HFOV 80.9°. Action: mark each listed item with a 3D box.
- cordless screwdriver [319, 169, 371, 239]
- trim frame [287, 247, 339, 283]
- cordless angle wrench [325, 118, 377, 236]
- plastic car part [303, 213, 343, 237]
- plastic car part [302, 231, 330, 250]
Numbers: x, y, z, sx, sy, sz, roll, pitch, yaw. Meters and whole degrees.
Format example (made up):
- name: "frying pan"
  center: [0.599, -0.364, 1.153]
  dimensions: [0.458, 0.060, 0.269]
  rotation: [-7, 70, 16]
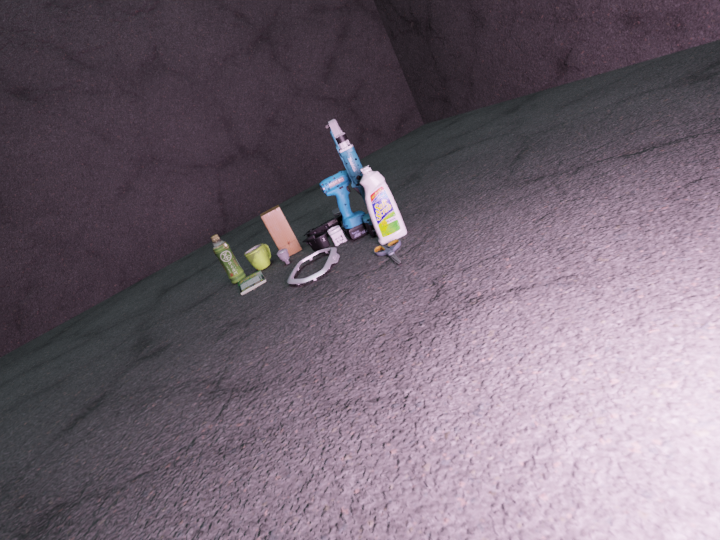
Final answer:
- name: "cordless screwdriver"
  center: [-0.030, -0.248, 1.554]
  dimensions: [0.158, 0.242, 0.077]
  rotation: [-28, 15, -6]
- name: "trim frame"
  center: [-0.161, -0.016, 1.461]
  dimensions: [0.188, 0.027, 0.250]
  rotation: [-21, 20, 17]
- name: "cordless angle wrench"
  center: [-0.007, -0.320, 1.450]
  dimensions: [0.099, 0.412, 0.075]
  rotation: [-23, 15, 12]
- name: "plastic car part"
  center: [-0.144, -0.180, 1.793]
  dimensions: [0.205, 0.065, 0.067]
  rotation: [-23, 18, 11]
- name: "plastic car part"
  center: [-0.158, -0.103, 1.612]
  dimensions: [0.065, 0.069, 0.122]
  rotation: [-36, 20, -28]
